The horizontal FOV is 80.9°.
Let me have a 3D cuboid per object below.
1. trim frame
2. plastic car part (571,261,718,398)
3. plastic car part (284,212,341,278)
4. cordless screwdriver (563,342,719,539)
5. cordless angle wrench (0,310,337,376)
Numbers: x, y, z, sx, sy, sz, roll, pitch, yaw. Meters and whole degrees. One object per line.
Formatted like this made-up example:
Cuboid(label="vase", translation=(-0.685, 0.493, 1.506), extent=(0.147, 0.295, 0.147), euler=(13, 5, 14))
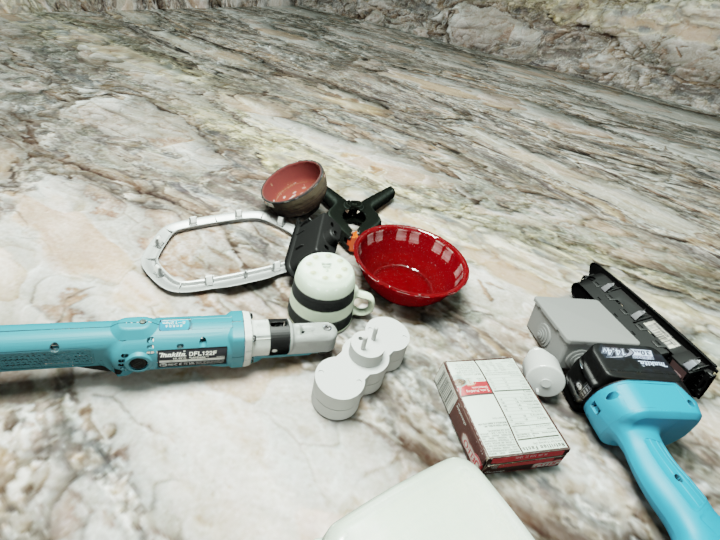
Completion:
Cuboid(label="trim frame", translation=(-0.192, -0.036, 0.627), extent=(0.240, 0.027, 0.194), euler=(-12, 43, -26))
Cuboid(label="plastic car part", translation=(0.356, 0.074, 0.567), extent=(0.067, 0.063, 0.211), euler=(-20, 41, 4))
Cuboid(label="plastic car part", translation=(-0.059, -0.039, 0.603), extent=(0.063, 0.072, 0.119), euler=(40, 30, -23))
Cuboid(label="cordless screwdriver", translation=(0.308, 0.193, 0.393), extent=(0.159, 0.072, 0.256), euler=(6, 42, -4))
Cuboid(label="cordless angle wrench", translation=(-0.225, 0.076, 0.431), extent=(0.412, 0.096, 0.078), euler=(-1, 36, -17))
